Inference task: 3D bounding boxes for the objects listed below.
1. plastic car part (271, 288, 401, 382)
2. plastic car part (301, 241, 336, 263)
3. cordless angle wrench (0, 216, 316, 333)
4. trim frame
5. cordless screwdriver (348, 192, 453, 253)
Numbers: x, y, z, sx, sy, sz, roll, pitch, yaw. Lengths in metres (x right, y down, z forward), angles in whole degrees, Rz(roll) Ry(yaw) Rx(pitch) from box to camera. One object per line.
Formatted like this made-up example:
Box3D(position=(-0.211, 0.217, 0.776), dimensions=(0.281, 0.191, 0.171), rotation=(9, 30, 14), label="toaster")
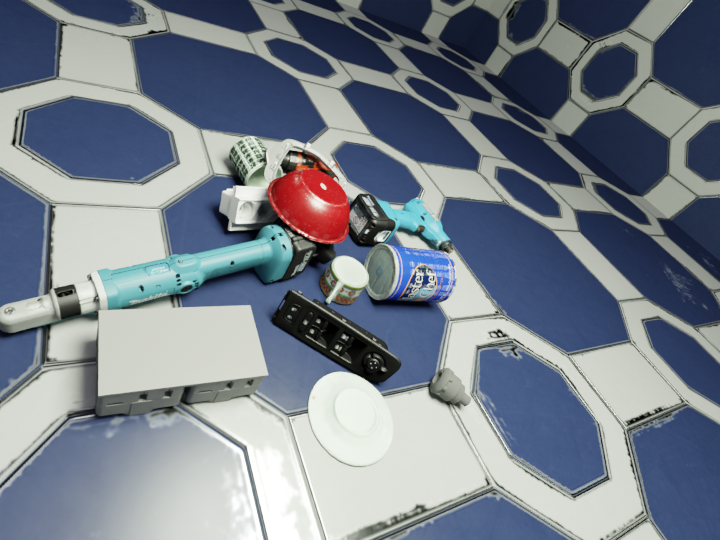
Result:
Box3D(position=(-0.034, 0.101, 0.657), dimensions=(0.205, 0.066, 0.066), rotation=(33, 13, 6), label="plastic car part")
Box3D(position=(-0.076, -0.050, 0.782), dimensions=(0.068, 0.066, 0.121), rotation=(38, 21, -29), label="plastic car part")
Box3D(position=(-0.255, 0.006, 0.599), dimensions=(0.408, 0.098, 0.077), rotation=(-18, 63, -38), label="cordless angle wrench")
Box3D(position=(-0.105, -0.192, 0.843), dimensions=(0.180, 0.028, 0.253), rotation=(29, 37, -12), label="trim frame")
Box3D(position=(0.092, -0.095, 0.933), dimensions=(0.237, 0.074, 0.167), rotation=(-5, 50, -41), label="cordless screwdriver")
